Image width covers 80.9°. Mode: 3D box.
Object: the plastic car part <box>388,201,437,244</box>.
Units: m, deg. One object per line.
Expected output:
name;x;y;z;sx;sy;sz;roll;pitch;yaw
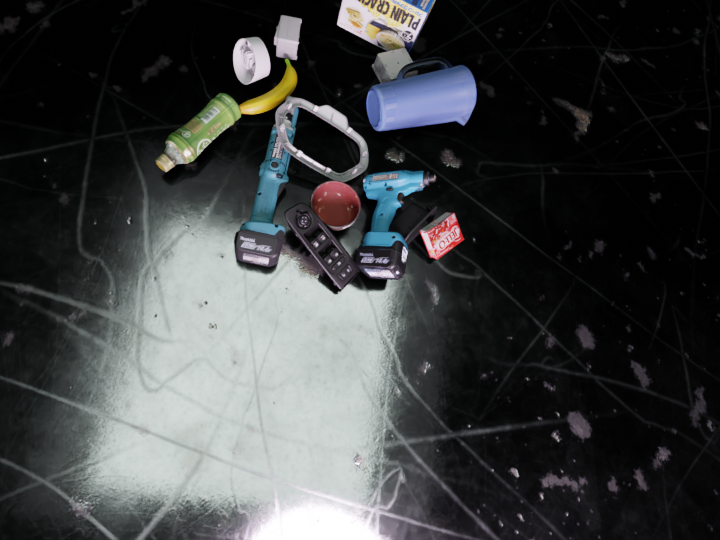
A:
plastic car part;0.109;-0.111;0.965;0.115;0.064;0.074;-40;69;-16

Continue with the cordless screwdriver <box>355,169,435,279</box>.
cordless screwdriver;0.076;-0.107;0.909;0.165;0.070;0.253;-3;65;24

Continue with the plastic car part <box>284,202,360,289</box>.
plastic car part;-0.087;-0.057;0.892;0.066;0.070;0.197;-41;108;-14

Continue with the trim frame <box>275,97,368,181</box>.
trim frame;-0.085;-0.307;0.982;0.242;0.028;0.186;28;58;-13

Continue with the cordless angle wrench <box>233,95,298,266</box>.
cordless angle wrench;-0.192;-0.221;0.944;0.097;0.074;0.430;11;68;-8
